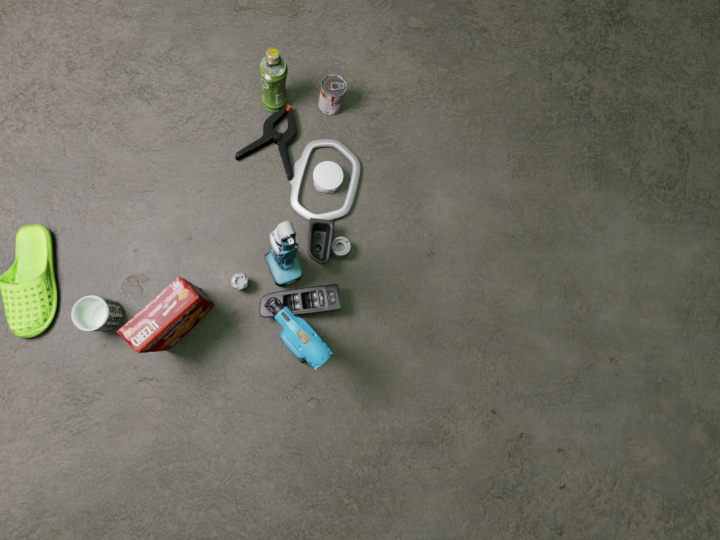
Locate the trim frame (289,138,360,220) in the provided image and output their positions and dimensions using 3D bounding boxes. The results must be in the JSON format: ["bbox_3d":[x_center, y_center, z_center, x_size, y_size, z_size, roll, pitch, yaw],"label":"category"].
[{"bbox_3d":[-0.099,-0.248,1.156,0.183,0.027,0.250,14,77,-2],"label":"trim frame"}]

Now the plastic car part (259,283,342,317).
[{"bbox_3d":[-0.152,0.079,1.060,0.201,0.067,0.067,-6,81,-7],"label":"plastic car part"}]

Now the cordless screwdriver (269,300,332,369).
[{"bbox_3d":[-0.144,0.140,0.955,0.074,0.249,0.160,-41,89,-14],"label":"cordless screwdriver"}]

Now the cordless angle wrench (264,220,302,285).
[{"bbox_3d":[-0.162,-0.040,0.903,0.073,0.424,0.099,-21,86,-13],"label":"cordless angle wrench"}]

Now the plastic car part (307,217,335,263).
[{"bbox_3d":[-0.107,-0.070,1.095,0.065,0.071,0.118,7,78,-7],"label":"plastic car part"}]
